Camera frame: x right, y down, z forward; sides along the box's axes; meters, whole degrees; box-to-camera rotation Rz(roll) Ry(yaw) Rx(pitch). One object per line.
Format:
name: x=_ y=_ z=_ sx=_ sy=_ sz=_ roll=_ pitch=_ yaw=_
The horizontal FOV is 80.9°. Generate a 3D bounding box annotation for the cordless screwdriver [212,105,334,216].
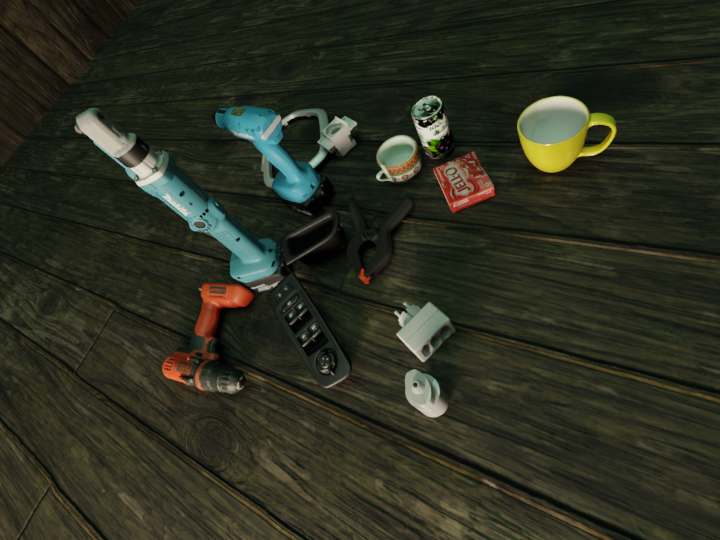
cordless screwdriver: x=-0.163 y=-0.207 z=0.787 sx=0.168 sy=0.235 sz=0.074 roll=23 pitch=73 yaw=36

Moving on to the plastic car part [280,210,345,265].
plastic car part: x=-0.073 y=-0.048 z=0.750 sx=0.118 sy=0.067 sz=0.069 roll=-26 pitch=52 yaw=12

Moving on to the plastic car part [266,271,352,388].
plastic car part: x=-0.076 y=0.098 z=0.663 sx=0.066 sy=0.063 sz=0.214 roll=-40 pitch=51 yaw=1

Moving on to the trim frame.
trim frame: x=-0.153 y=-0.284 z=0.966 sx=0.188 sy=0.026 sz=0.257 roll=-19 pitch=54 yaw=18

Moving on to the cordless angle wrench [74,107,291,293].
cordless angle wrench: x=-0.246 y=-0.090 z=0.655 sx=0.100 sy=0.400 sz=0.077 roll=-16 pitch=55 yaw=18
